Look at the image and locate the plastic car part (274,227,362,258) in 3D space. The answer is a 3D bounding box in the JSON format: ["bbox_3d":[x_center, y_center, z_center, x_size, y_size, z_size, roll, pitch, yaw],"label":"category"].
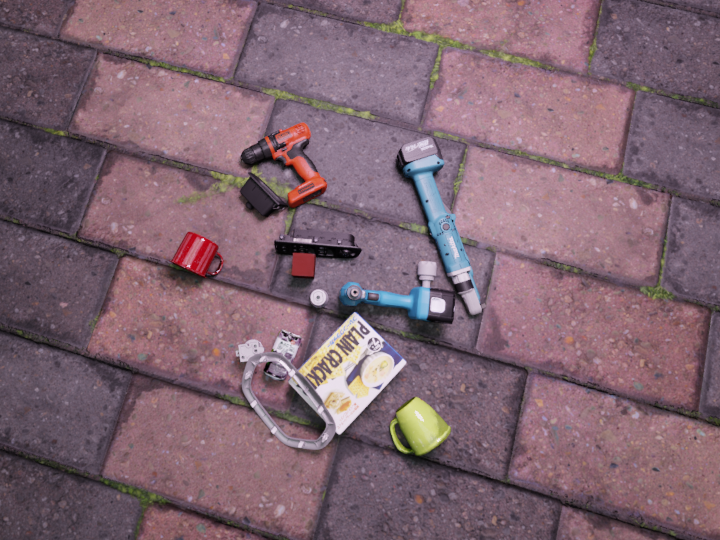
[{"bbox_3d":[-0.098,-0.064,1.000,0.204,0.064,0.068,8,56,4],"label":"plastic car part"}]

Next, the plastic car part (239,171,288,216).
[{"bbox_3d":[-0.244,-0.174,1.023,0.119,0.064,0.071,42,98,9],"label":"plastic car part"}]

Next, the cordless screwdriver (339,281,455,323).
[{"bbox_3d":[0.079,0.064,0.921,0.249,0.158,0.075,8,83,-1],"label":"cordless screwdriver"}]

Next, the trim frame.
[{"bbox_3d":[-0.160,0.285,0.912,0.187,0.027,0.250,-38,87,27],"label":"trim frame"}]

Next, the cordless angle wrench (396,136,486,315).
[{"bbox_3d":[0.195,-0.100,0.991,0.098,0.074,0.427,-18,83,-3],"label":"cordless angle wrench"}]
